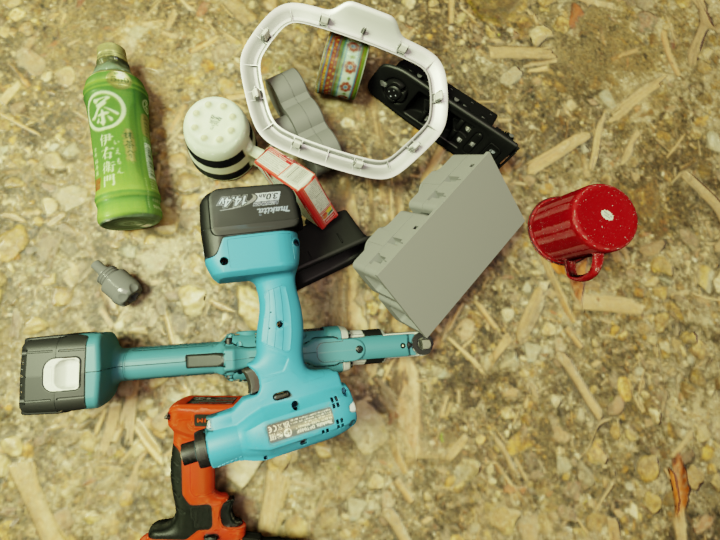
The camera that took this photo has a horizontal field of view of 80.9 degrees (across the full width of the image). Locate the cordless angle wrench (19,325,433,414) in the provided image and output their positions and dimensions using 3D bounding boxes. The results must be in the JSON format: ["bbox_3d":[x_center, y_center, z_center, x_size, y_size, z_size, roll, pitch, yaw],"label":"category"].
[{"bbox_3d":[-0.125,0.094,0.466,0.417,0.098,0.075,-3,83,-9],"label":"cordless angle wrench"}]

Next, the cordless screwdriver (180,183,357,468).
[{"bbox_3d":[-0.108,0.049,0.403,0.156,0.075,0.251,-13,83,-15],"label":"cordless screwdriver"}]

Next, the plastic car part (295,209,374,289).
[{"bbox_3d":[-0.050,-0.032,0.506,0.115,0.064,0.073,-28,72,-12],"label":"plastic car part"}]

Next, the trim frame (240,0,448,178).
[{"bbox_3d":[-0.015,-0.209,0.485,0.246,0.028,0.184,17,89,-5],"label":"trim frame"}]

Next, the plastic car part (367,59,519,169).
[{"bbox_3d":[0.107,-0.209,0.543,0.203,0.066,0.067,31,70,1],"label":"plastic car part"}]
